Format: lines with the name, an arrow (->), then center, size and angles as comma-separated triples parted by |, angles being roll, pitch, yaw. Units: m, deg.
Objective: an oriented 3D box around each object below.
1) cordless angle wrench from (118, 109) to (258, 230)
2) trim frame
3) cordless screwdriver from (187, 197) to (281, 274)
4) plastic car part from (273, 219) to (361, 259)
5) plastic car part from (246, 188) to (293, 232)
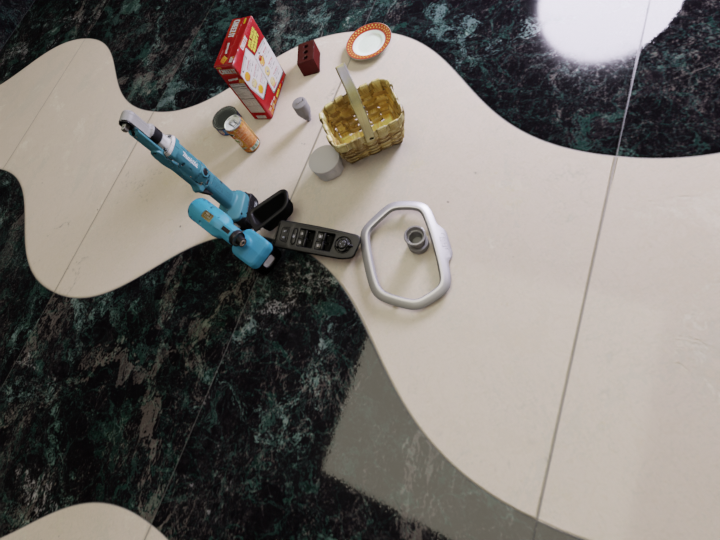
cordless angle wrench -> -0.364, -0.212, 0.935 | 0.077, 0.403, 0.100 | -3, 69, 18
trim frame -> 0.095, -0.037, 0.892 | 0.188, 0.026, 0.256 | -18, 63, 15
cordless screwdriver -> -0.253, -0.060, 0.922 | 0.167, 0.237, 0.074 | 34, 83, 27
plastic car part -> -0.094, -0.061, 0.957 | 0.212, 0.064, 0.067 | 10, 73, 25
plastic car part -> -0.208, -0.138, 1.034 | 0.117, 0.067, 0.069 | -33, 62, 6
